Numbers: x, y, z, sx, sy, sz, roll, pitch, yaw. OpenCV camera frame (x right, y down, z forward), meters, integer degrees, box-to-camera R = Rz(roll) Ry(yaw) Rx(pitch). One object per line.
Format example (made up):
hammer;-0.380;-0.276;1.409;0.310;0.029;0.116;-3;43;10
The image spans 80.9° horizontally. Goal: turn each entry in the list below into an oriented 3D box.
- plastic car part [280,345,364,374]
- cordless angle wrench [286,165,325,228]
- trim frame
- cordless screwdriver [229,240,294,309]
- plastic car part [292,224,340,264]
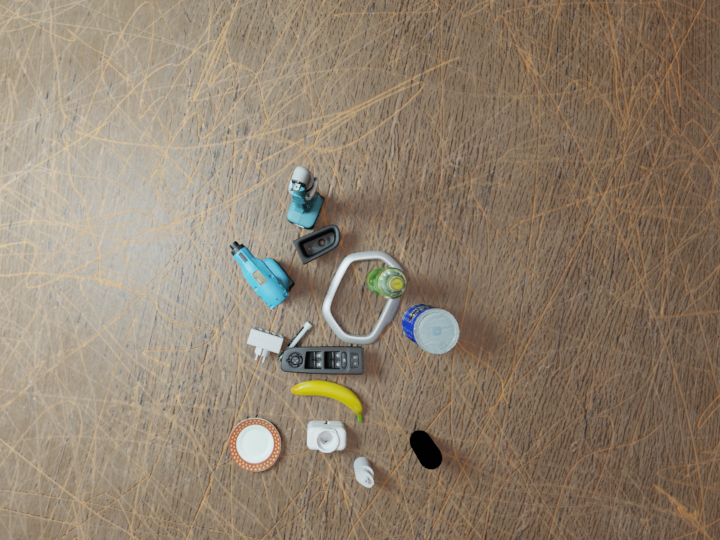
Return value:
plastic car part;-0.095;0.218;1.046;0.203;0.067;0.066;0;88;-1
cordless angle wrench;-0.119;-0.157;0.892;0.074;0.424;0.098;22;88;-6
trim frame;0.010;0.067;1.077;0.184;0.027;0.249;24;86;1
cordless screwdriver;-0.224;0.005;0.967;0.074;0.249;0.159;-40;92;-5
plastic car part;-0.104;-0.068;1.062;0.116;0.071;0.066;-26;90;-3
